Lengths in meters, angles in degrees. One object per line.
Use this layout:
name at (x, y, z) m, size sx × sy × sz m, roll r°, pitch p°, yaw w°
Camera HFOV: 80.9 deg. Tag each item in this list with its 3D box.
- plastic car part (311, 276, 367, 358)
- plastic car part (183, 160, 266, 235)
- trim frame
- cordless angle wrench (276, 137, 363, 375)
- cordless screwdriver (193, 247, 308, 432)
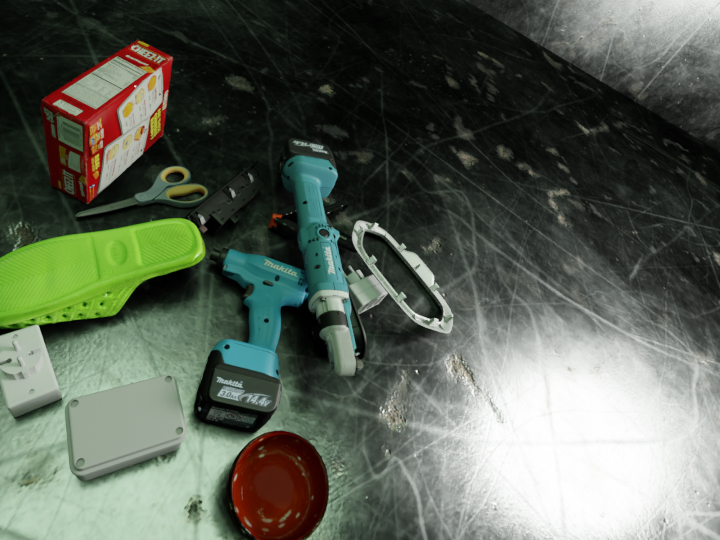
plastic car part at (-0.041, 0.080, 0.638) m, size 0.069 × 0.065 × 0.121 m, roll -8°, pitch 61°, yaw -19°
plastic car part at (-0.218, -0.118, 0.708) m, size 0.066 × 0.067 × 0.204 m, roll 37°, pitch 47°, yaw -11°
trim frame at (0.075, 0.004, 0.737) m, size 0.257 × 0.028 × 0.177 m, roll 50°, pitch 26°, yaw 17°
cordless angle wrench at (-0.064, -0.042, 0.652) m, size 0.094 × 0.074 × 0.440 m, roll 5°, pitch 49°, yaw -24°
cordless screwdriver at (-0.162, 0.075, 0.577) m, size 0.156 × 0.074 × 0.254 m, roll 19°, pitch 45°, yaw -11°
